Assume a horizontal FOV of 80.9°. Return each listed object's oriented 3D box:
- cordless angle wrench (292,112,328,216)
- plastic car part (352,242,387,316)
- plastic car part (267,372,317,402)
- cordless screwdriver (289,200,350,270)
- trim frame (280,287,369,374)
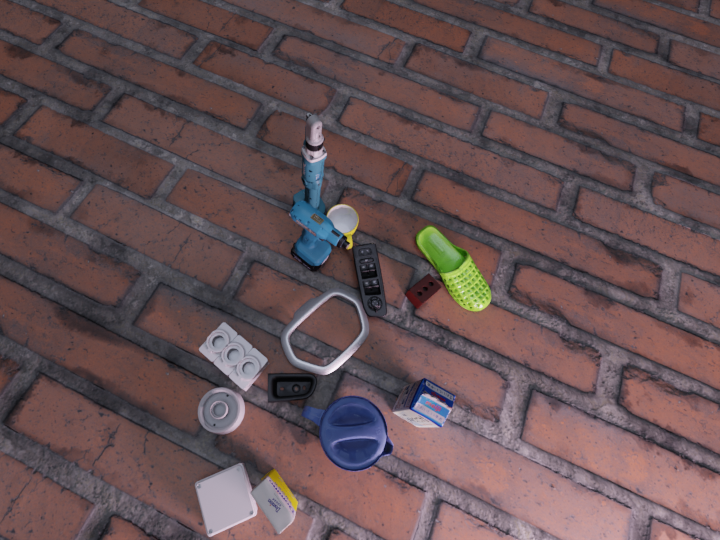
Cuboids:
[{"bbox_3d":[-0.121,-0.236,1.057,0.073,0.417,0.101,-30,76,-17],"label":"cordless angle wrench"},{"bbox_3d":[0.023,0.032,1.140,0.066,0.066,0.209,-7,68,-9],"label":"plastic car part"},{"bbox_3d":[-0.164,0.283,1.022,0.116,0.070,0.067,-1,69,-5],"label":"plastic car part"},{"bbox_3d":[-0.106,-0.069,1.079,0.162,0.245,0.074,38,69,8],"label":"cordless screwdriver"},{"bbox_3d":[-0.090,0.155,1.103,0.189,0.027,0.246,43,72,14],"label":"trim frame"}]
